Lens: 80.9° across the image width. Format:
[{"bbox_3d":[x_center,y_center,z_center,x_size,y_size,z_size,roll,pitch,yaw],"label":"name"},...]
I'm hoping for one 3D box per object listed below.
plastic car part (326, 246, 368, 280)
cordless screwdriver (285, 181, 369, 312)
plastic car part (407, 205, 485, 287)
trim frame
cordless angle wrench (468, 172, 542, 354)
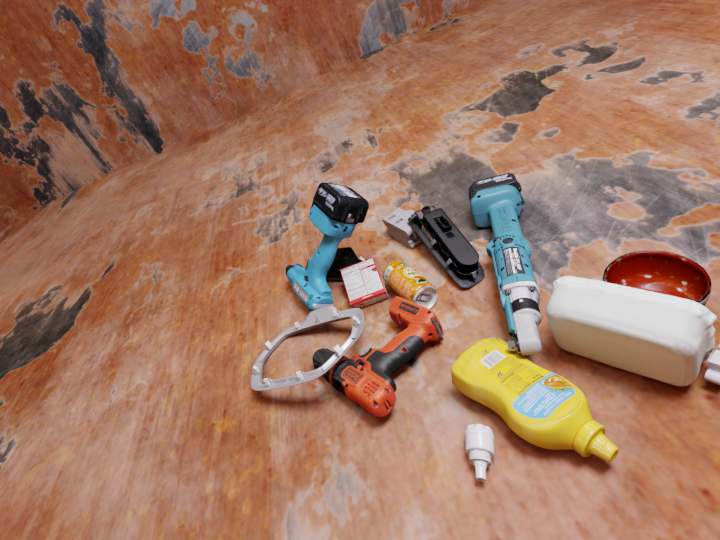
[{"bbox_3d":[-0.054,-0.021,0.911,0.121,0.068,0.066,1,42,28],"label":"plastic car part"},{"bbox_3d":[-0.084,-0.055,0.854,0.071,0.246,0.168,4,24,-38],"label":"cordless screwdriver"},{"bbox_3d":[0.166,-0.059,0.797,0.065,0.065,0.213,-16,53,-15],"label":"plastic car part"},{"bbox_3d":[-0.099,0.131,0.739,0.256,0.027,0.184,-22,24,34],"label":"trim frame"},{"bbox_3d":[0.249,-0.030,0.710,0.101,0.071,0.430,-12,36,19],"label":"cordless angle wrench"}]
